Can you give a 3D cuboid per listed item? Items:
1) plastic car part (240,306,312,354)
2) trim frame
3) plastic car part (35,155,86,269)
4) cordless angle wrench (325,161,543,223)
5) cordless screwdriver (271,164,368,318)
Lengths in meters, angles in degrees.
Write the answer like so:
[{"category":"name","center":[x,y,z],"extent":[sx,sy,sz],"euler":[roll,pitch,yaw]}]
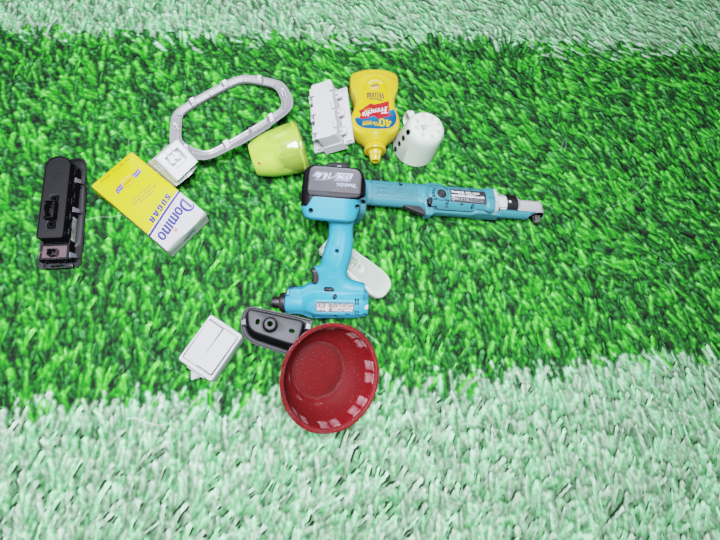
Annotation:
[{"category":"plastic car part","center":[-0.136,0.091,0.670],"extent":[0.116,0.071,0.067],"euler":[16,71,-5]},{"category":"trim frame","center":[-0.243,-0.294,0.789],"extent":[0.245,0.027,0.192],"euler":[-36,64,-17]},{"category":"plastic car part","center":[-0.504,-0.107,0.705],"extent":[0.066,0.066,0.208],"euler":[-6,70,-3]},{"category":"cordless angle wrench","center":[0.137,-0.128,0.776],"extent":[0.417,0.074,0.100],"euler":[3,72,-8]},{"category":"cordless screwdriver","center":[-0.066,-0.043,0.679],"extent":[0.160,0.075,0.246],"euler":[1,100,3]}]
